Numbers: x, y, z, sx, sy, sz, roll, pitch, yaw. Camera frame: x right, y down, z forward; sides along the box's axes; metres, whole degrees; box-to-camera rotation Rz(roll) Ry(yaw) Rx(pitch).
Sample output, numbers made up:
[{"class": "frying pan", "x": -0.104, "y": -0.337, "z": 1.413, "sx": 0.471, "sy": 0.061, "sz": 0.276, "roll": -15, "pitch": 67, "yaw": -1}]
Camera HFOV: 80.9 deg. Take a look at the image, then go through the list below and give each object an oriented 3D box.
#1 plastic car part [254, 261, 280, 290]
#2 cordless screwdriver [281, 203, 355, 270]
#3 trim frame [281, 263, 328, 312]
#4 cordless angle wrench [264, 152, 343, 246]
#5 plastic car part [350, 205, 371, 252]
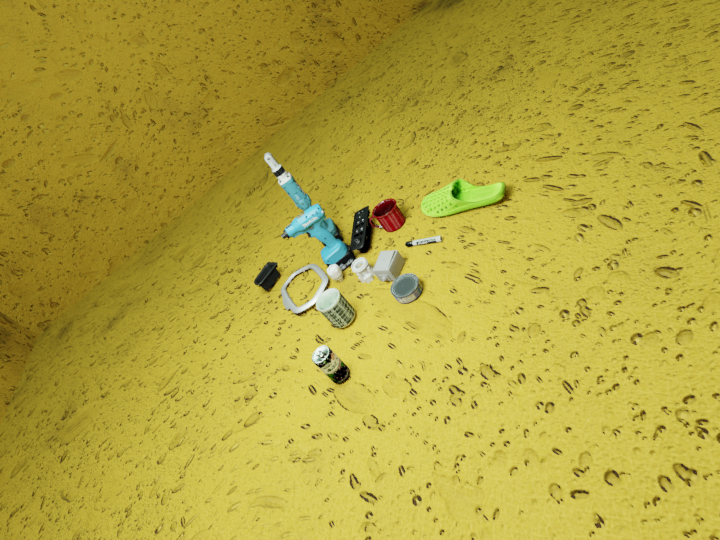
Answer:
[{"class": "plastic car part", "x": -0.353, "y": 0.031, "z": 1.624, "sx": 0.069, "sy": 0.067, "sz": 0.117, "roll": -1, "pitch": 49, "yaw": 44}, {"class": "cordless screwdriver", "x": -0.138, "y": -0.090, "z": 1.407, "sx": 0.160, "sy": 0.237, "sz": 0.077, "roll": -35, "pitch": 32, "yaw": 7}, {"class": "trim frame", "x": -0.201, "y": 0.061, "z": 1.483, "sx": 0.184, "sy": 0.026, "sz": 0.262, "roll": -43, "pitch": 34, "yaw": -4}, {"class": "cordless angle wrench", "x": -0.206, "y": -0.248, "z": 1.504, "sx": 0.075, "sy": 0.403, "sz": 0.102, "roll": -32, "pitch": 32, "yaw": 10}, {"class": "plastic car part", "x": 0.006, "y": -0.134, "z": 1.476, "sx": 0.068, "sy": 0.064, "sz": 0.207, "roll": -20, "pitch": 39, "yaw": 28}]
